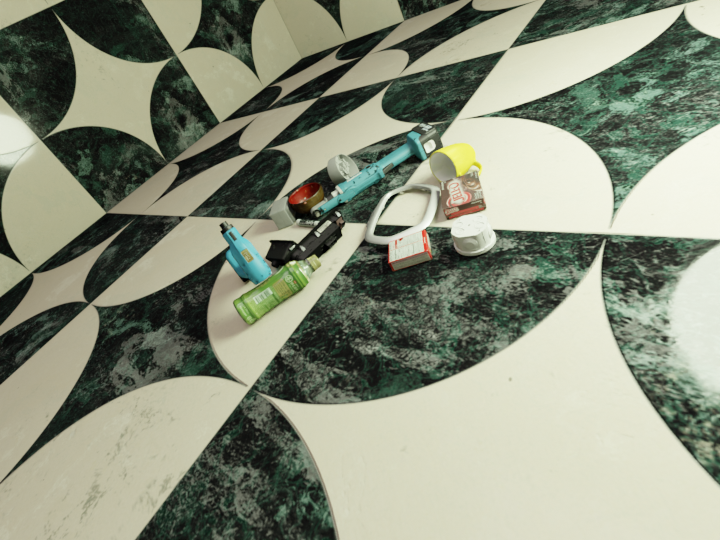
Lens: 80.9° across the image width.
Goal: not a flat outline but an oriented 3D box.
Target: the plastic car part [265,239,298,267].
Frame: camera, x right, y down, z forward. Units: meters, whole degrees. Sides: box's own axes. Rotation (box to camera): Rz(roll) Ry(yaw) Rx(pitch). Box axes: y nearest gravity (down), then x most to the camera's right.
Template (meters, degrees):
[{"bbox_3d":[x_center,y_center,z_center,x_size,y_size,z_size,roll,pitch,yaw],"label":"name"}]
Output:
[{"bbox_3d":[-0.209,-0.040,1.125,0.122,0.062,0.071,3,60,43],"label":"plastic car part"}]

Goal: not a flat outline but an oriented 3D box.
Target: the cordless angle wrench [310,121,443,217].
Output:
[{"bbox_3d":[0.035,-0.279,1.227,0.423,0.071,0.103,-33,34,1],"label":"cordless angle wrench"}]

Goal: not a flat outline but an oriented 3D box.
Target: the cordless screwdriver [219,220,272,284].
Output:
[{"bbox_3d":[-0.295,-0.043,1.047,0.074,0.157,0.254,-37,9,-14],"label":"cordless screwdriver"}]

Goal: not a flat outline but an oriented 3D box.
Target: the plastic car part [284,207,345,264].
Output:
[{"bbox_3d":[-0.106,-0.069,1.084,0.201,0.064,0.070,-42,61,-17],"label":"plastic car part"}]

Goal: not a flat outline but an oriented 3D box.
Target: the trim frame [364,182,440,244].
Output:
[{"bbox_3d":[0.100,-0.143,1.039,0.191,0.026,0.251,-7,42,29],"label":"trim frame"}]
